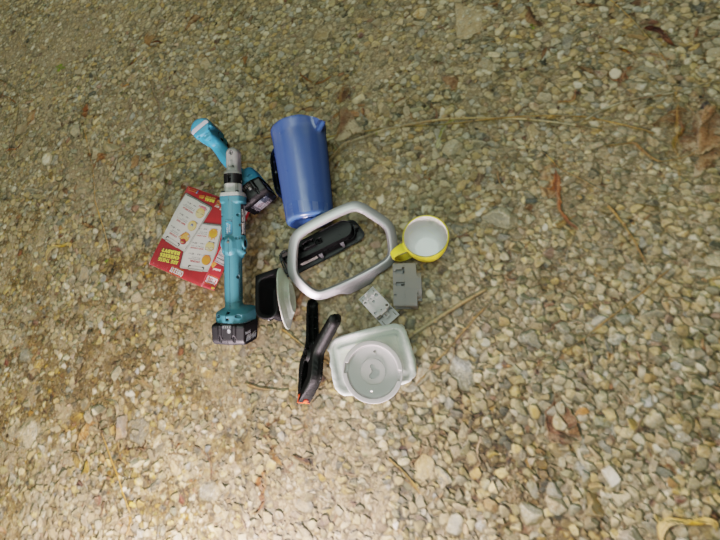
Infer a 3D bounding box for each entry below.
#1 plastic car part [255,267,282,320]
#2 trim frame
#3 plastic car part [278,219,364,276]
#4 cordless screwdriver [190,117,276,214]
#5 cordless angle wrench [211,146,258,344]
[{"bbox_3d":[-0.188,0.065,0.930,0.067,0.067,0.120,-20,57,21],"label":"plastic car part"},{"bbox_3d":[-0.041,-0.039,0.905,0.249,0.028,0.183,-27,94,2],"label":"trim frame"},{"bbox_3d":[-0.093,-0.061,0.950,0.204,0.064,0.069,-24,64,4],"label":"plastic car part"},{"bbox_3d":[-0.306,-0.254,1.039,0.074,0.157,0.252,-38,85,3],"label":"cordless screwdriver"},{"bbox_3d":[-0.275,-0.057,0.921,0.076,0.096,0.423,-2,89,9],"label":"cordless angle wrench"}]
